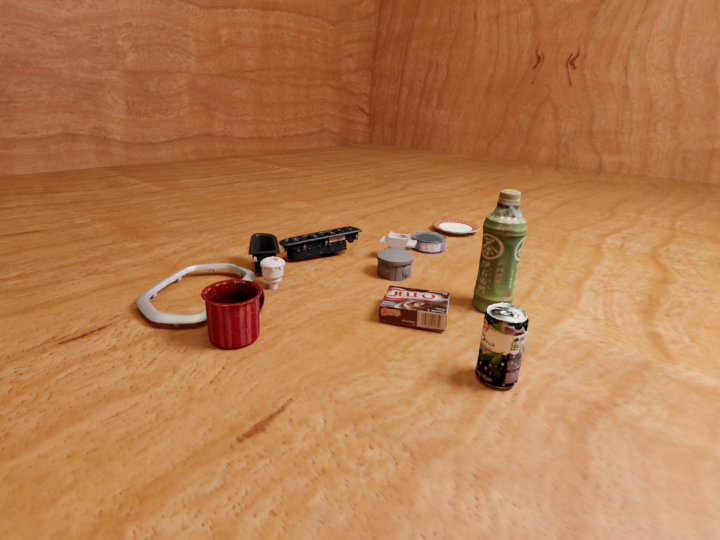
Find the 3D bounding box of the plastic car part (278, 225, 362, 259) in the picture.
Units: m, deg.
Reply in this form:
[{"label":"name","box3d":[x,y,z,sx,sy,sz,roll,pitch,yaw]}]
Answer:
[{"label":"plastic car part","box3d":[-0.099,-0.065,1.011,0.197,0.066,0.070,-9,24,-23]}]

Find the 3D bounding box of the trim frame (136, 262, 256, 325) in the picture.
[{"label":"trim frame","box3d":[-0.305,0.039,0.805,0.189,0.027,0.247,7,23,15]}]

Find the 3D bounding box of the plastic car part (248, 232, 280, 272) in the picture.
[{"label":"plastic car part","box3d":[-0.210,-0.032,0.924,0.065,0.069,0.121,-2,22,-11]}]
